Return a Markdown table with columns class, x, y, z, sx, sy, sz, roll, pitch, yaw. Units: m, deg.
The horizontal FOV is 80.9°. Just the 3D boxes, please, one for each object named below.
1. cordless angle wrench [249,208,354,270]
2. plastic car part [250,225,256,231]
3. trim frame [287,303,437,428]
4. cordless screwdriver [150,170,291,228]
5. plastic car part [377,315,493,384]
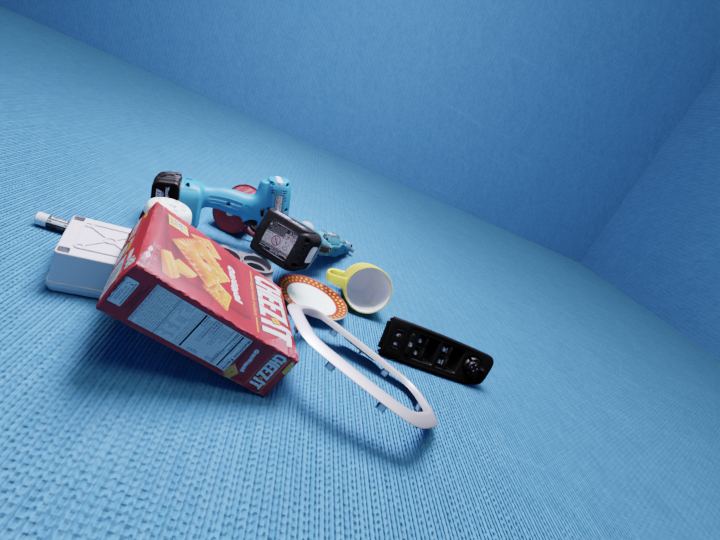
| class | x | y | z | sx | sy | sz | roll | pitch | yaw |
| --- | --- | --- | --- | --- | --- | --- | --- | --- | --- |
| cordless angle wrench | -0.084 | -0.055 | 0.862 | 0.100 | 0.074 | 0.412 | 31 | 8 | 11 |
| plastic car part | -0.191 | -0.105 | 0.930 | 0.122 | 0.071 | 0.063 | 39 | 22 | 26 |
| trim frame | 0.000 | 0.124 | 0.566 | 0.250 | 0.027 | 0.183 | 35 | 6 | 2 |
| cordless screwdriver | -0.258 | -0.101 | 0.786 | 0.242 | 0.156 | 0.077 | 2 | 23 | -16 |
| plastic car part | 0.123 | 0.137 | 0.712 | 0.200 | 0.066 | 0.068 | 21 | -6 | -7 |
